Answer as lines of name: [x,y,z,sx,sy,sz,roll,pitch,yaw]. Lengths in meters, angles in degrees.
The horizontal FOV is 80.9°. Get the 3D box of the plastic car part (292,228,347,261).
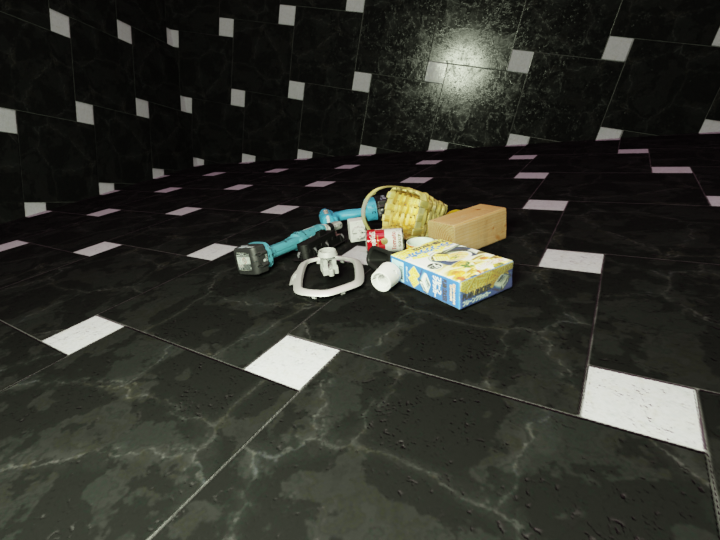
plastic car part: [-0.120,-0.078,1.226,0.070,0.065,0.199,10,31,31]

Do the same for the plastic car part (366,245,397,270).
plastic car part: [0.071,-0.027,1.059,0.068,0.065,0.122,2,14,-23]

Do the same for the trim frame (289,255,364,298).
trim frame: [-0.084,0.011,1.045,0.185,0.027,0.254,-6,24,1]

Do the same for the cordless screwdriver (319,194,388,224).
cordless screwdriver: [-0.025,-0.209,1.499,0.248,0.072,0.164,-12,22,-3]

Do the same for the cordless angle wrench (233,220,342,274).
cordless angle wrench: [-0.185,-0.089,1.257,0.103,0.073,0.410,0,19,37]
